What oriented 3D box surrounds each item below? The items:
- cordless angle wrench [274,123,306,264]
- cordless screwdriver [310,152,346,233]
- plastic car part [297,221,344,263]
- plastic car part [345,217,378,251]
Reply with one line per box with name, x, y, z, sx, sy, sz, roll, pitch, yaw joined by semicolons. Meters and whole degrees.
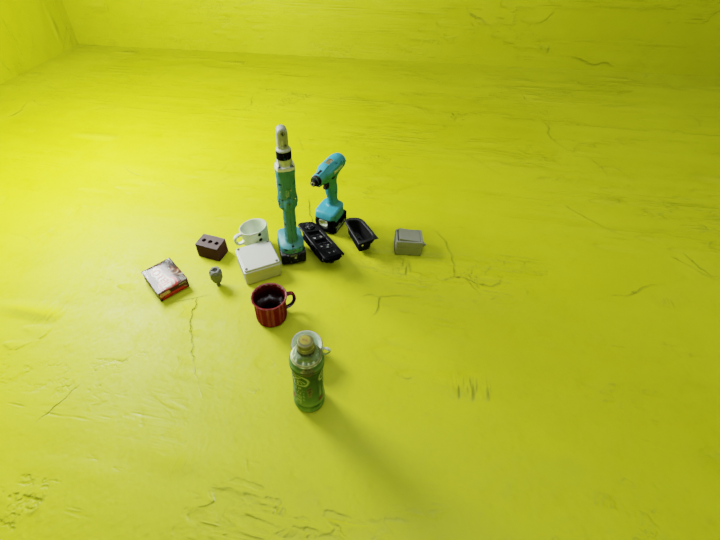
cordless angle wrench;-0.199;-0.195;1.151;0.073;0.410;0.103;-9;45;-13
cordless screwdriver;-0.103;-0.221;1.297;0.077;0.241;0.158;21;47;18
plastic car part;-0.125;-0.082;1.280;0.065;0.065;0.214;-21;47;-21
plastic car part;-0.003;-0.104;1.297;0.064;0.069;0.123;-17;46;-19
